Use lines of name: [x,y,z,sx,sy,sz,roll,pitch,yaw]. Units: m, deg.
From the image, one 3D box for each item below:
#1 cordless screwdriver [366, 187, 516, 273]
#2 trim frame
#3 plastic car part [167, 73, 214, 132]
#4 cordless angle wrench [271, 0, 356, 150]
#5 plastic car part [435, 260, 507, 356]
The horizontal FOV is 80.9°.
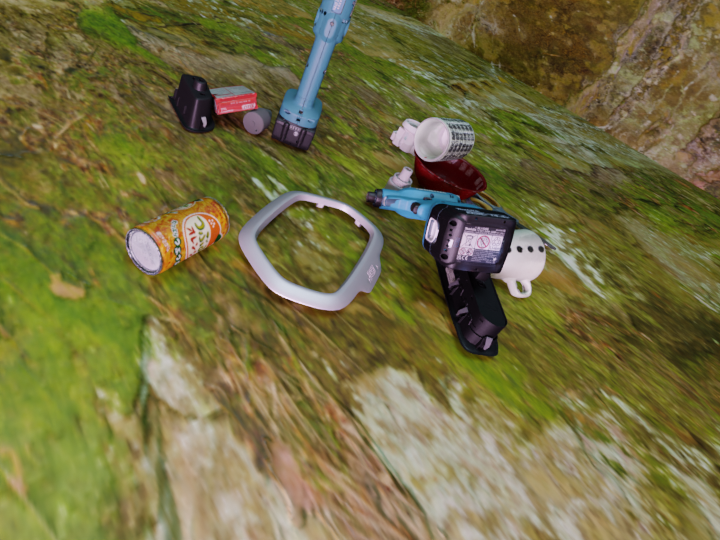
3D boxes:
cordless screwdriver: [0.104,-0.079,0.628,0.157,0.073,0.256,6,20,-10]
trim frame: [-0.056,-0.037,0.572,0.186,0.027,0.248,28,35,4]
plastic car part: [-0.277,-0.290,0.713,0.063,0.070,0.123,-5,44,-34]
cordless angle wrench: [-0.046,-0.399,0.681,0.073,0.421,0.101,19,38,-15]
plastic car part: [0.158,0.029,0.590,0.064,0.067,0.208,24,39,-18]
